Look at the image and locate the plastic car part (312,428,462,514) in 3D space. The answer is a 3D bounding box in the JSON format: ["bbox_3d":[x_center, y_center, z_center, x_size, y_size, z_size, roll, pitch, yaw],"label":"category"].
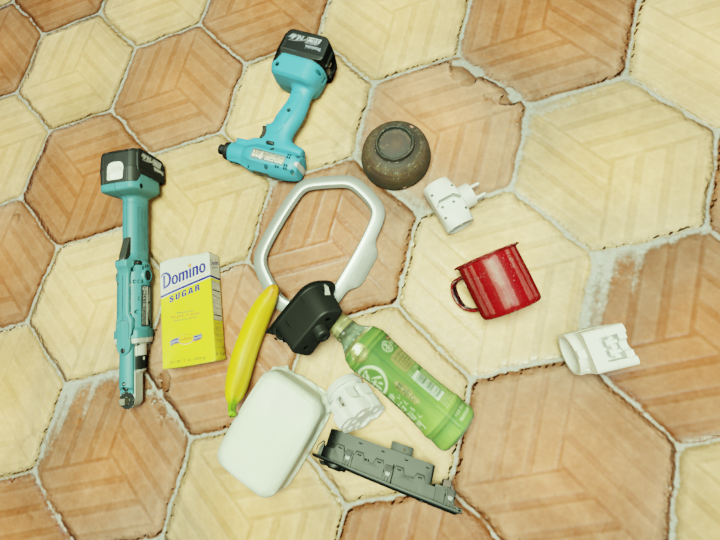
[{"bbox_3d":[0.032,0.264,0.570,0.208,0.064,0.068,11,70,14],"label":"plastic car part"}]

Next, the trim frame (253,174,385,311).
[{"bbox_3d":[-0.067,-0.044,0.682,0.190,0.026,0.248,27,82,17],"label":"trim frame"}]

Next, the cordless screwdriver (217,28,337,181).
[{"bbox_3d":[-0.143,-0.285,0.733,0.164,0.072,0.249,16,85,14],"label":"cordless screwdriver"}]

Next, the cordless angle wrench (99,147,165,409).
[{"bbox_3d":[-0.382,0.009,0.711,0.075,0.095,0.428,-7,80,8],"label":"cordless angle wrench"}]

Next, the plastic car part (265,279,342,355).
[{"bbox_3d":[-0.071,0.076,0.606,0.117,0.062,0.075,-50,46,17],"label":"plastic car part"}]
